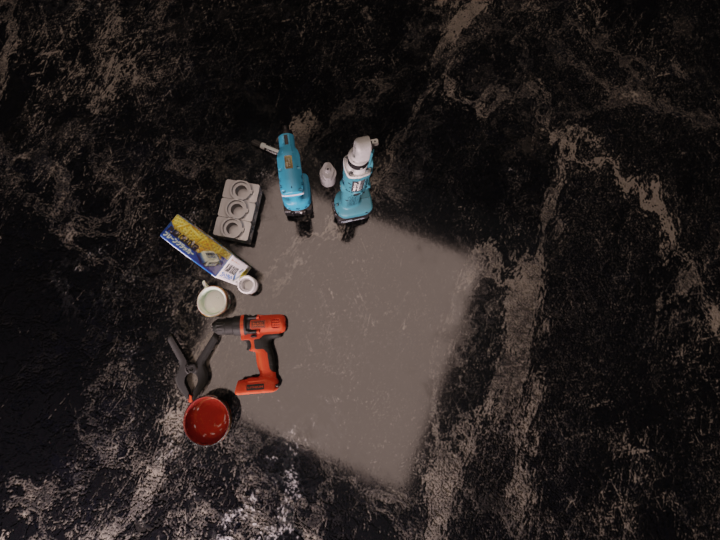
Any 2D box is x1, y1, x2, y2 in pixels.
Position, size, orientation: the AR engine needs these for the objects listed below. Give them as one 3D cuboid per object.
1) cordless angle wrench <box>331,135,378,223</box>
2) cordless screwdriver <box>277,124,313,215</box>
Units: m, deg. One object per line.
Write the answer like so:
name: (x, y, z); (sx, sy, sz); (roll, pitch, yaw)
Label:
cordless angle wrench: (-0.011, -0.189, 0.912); (0.097, 0.419, 0.075); (-12, 84, -5)
cordless screwdriver: (-0.161, -0.226, 1.010); (0.074, 0.247, 0.161); (-7, 82, -4)
